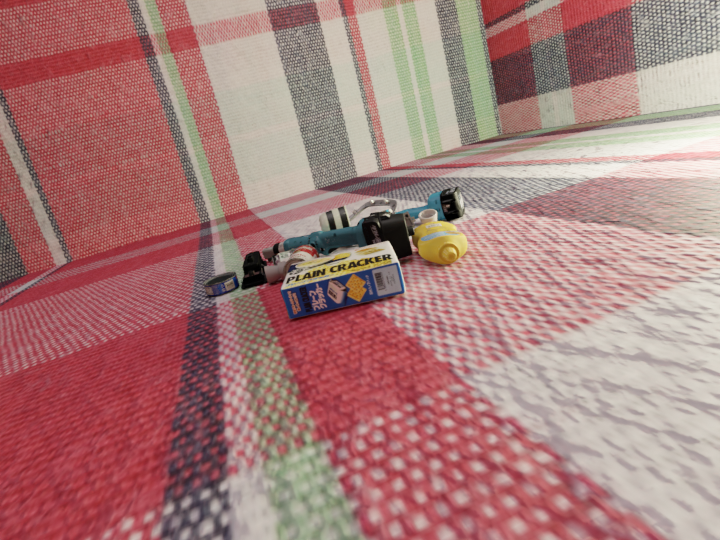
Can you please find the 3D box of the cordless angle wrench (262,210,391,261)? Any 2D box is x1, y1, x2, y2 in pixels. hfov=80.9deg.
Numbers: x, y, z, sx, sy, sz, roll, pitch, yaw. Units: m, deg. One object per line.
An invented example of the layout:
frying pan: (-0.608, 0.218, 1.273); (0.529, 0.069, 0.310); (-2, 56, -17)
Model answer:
cordless angle wrench: (-0.109, -0.071, 1.114); (0.441, 0.096, 0.073); (-6, 20, 37)

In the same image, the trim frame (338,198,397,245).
trim frame: (0.010, -0.135, 1.200); (0.184, 0.026, 0.260); (-54, 29, -12)

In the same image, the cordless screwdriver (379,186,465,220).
cordless screwdriver: (0.167, -0.174, 1.222); (0.256, 0.073, 0.158); (-13, 17, 21)

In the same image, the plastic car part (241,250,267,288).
plastic car part: (-0.285, -0.010, 1.121); (0.066, 0.066, 0.208); (-23, 15, -4)

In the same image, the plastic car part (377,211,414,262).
plastic car part: (0.080, -0.071, 0.900); (0.071, 0.114, 0.067); (-9, 15, 5)
